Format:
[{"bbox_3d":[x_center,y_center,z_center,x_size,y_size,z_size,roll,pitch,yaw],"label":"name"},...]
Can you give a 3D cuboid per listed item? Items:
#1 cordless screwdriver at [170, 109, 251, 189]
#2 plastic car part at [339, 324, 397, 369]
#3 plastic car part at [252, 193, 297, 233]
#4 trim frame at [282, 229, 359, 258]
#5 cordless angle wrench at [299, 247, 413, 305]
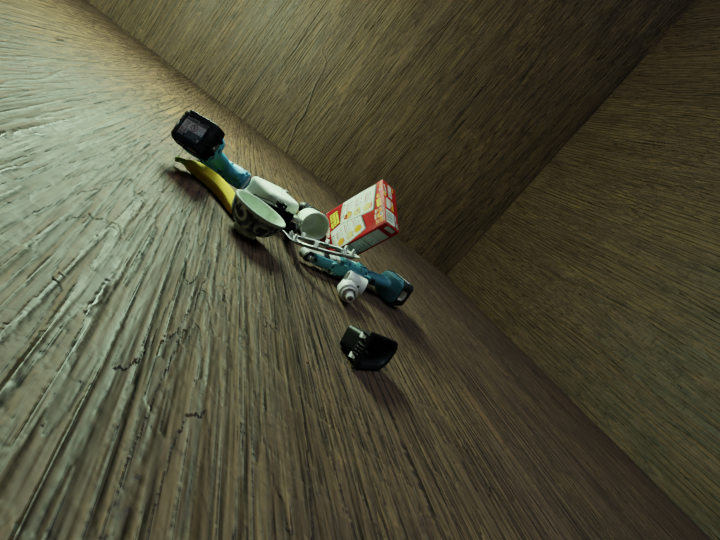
[{"bbox_3d":[-0.361,-0.282,0.996,0.163,0.074,0.243,32,-8,10],"label":"cordless screwdriver"},{"bbox_3d":[0.007,0.126,0.723,0.075,0.066,0.110,30,1,31],"label":"plastic car part"},{"bbox_3d":[-0.219,-0.144,1.051,0.069,0.067,0.193,45,16,24],"label":"plastic car part"},{"bbox_3d":[-0.100,-0.065,1.019,0.180,0.027,0.255,13,8,-14],"label":"trim frame"},{"bbox_3d":[-0.010,0.007,1.107,0.399,0.074,0.104,22,15,-48],"label":"cordless angle wrench"}]
